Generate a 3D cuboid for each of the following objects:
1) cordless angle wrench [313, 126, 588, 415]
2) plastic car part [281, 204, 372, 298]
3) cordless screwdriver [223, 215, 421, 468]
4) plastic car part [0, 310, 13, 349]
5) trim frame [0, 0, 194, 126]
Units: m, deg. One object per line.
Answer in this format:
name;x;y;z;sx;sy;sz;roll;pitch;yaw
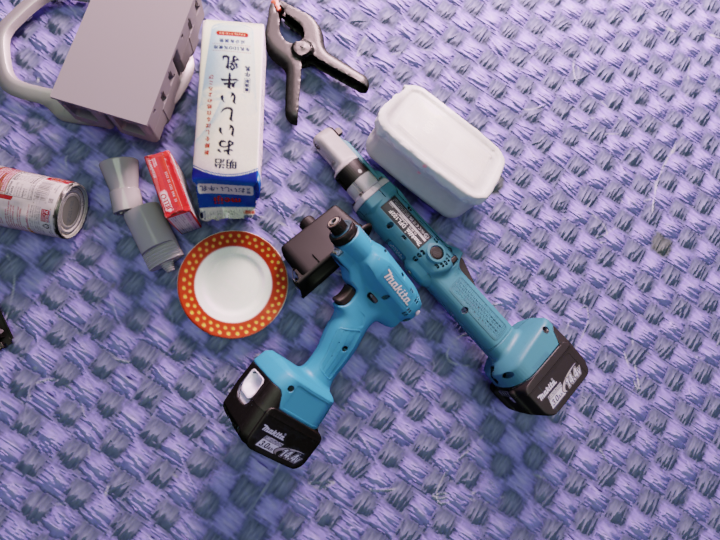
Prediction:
cordless angle wrench;0.085;-0.015;0.521;0.097;0.074;0.428;-40;84;-18
plastic car part;-0.051;-0.033;0.518;0.073;0.064;0.116;42;75;13
cordless screwdriver;-0.048;0.071;0.461;0.248;0.078;0.151;-50;122;-13
plastic car part;-0.469;0.007;0.462;0.066;0.066;0.206;-29;83;-5
trim frame;-0.338;-0.275;0.539;0.245;0.027;0.186;7;79;-7
